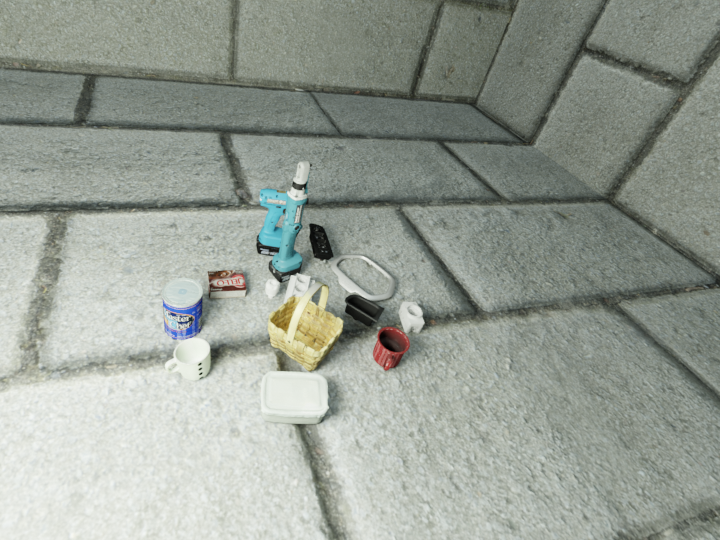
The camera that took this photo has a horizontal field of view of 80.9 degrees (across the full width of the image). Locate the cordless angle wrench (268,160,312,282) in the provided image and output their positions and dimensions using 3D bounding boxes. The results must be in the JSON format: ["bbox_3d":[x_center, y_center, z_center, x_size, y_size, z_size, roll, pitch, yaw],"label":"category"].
[{"bbox_3d":[-0.206,-0.144,1.289,0.095,0.415,0.078,-19,51,-37],"label":"cordless angle wrench"}]

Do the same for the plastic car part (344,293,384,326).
[{"bbox_3d":[0.002,0.128,1.296,0.120,0.069,0.065,26,40,14],"label":"plastic car part"}]

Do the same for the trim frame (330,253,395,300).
[{"bbox_3d":[0.009,0.019,1.461,0.178,0.027,0.261,-26,53,-38],"label":"trim frame"}]

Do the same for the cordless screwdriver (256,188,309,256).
[{"bbox_3d":[-0.270,-0.161,1.426,0.156,0.244,0.077,7,40,-12],"label":"cordless screwdriver"}]

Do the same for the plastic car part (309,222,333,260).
[{"bbox_3d":[-0.149,-0.098,1.526,0.065,0.066,0.212,1,41,-17],"label":"plastic car part"}]
